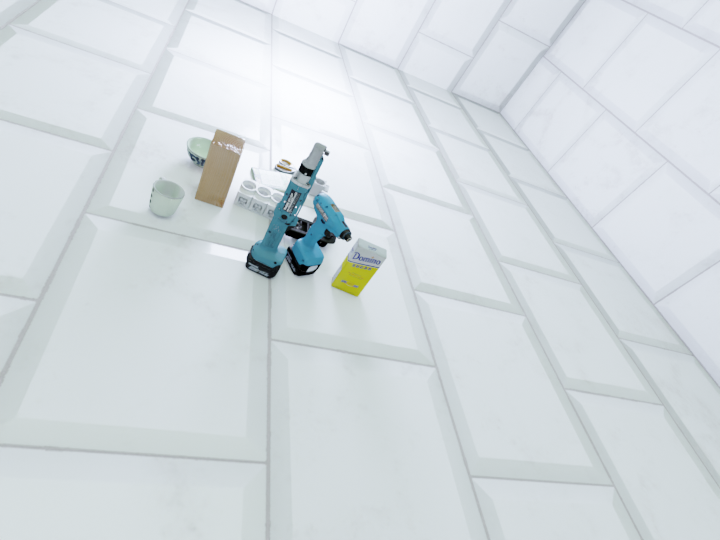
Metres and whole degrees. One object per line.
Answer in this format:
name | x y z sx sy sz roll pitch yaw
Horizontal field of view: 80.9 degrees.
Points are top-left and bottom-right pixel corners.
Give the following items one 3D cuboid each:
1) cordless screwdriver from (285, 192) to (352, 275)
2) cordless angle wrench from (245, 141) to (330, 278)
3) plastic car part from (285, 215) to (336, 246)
cordless screwdriver | -0.115 -0.075 1.177 0.071 0.248 0.166 -8 54 -41
cordless angle wrench | -0.185 -0.147 1.071 0.096 0.423 0.075 27 39 -10
plastic car part | -0.171 -0.118 1.334 0.196 0.067 0.069 15 42 -19
